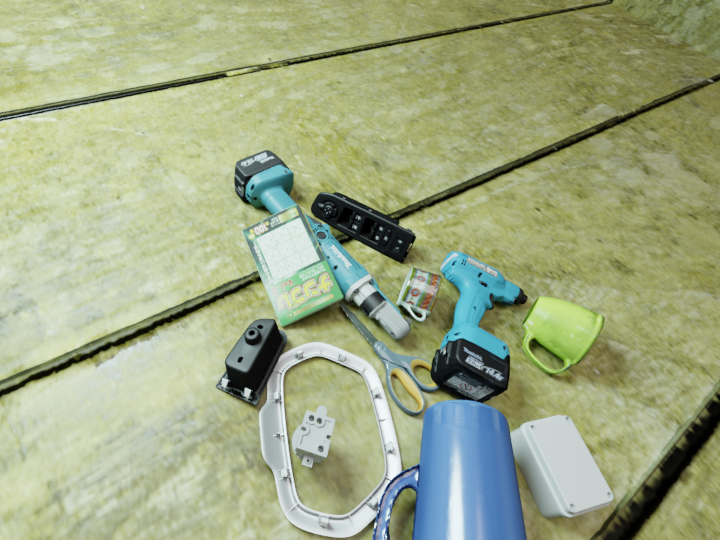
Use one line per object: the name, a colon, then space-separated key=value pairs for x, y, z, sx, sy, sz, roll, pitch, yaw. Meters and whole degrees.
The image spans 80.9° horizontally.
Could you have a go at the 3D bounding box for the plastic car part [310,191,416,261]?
plastic car part: x=0.006 y=-0.096 z=0.794 sx=0.206 sy=0.065 sz=0.067 roll=25 pitch=42 yaw=8

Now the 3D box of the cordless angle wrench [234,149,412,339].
cordless angle wrench: x=-0.072 y=-0.047 z=0.736 sx=0.096 sy=0.073 sz=0.439 roll=-30 pitch=65 yaw=-30

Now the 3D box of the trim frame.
trim frame: x=-0.043 y=0.212 z=0.572 sx=0.180 sy=0.027 sz=0.258 roll=-4 pitch=56 yaw=-13

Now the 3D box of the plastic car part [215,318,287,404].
plastic car part: x=-0.151 y=0.112 z=0.592 sx=0.068 sy=0.068 sz=0.117 roll=16 pitch=54 yaw=14

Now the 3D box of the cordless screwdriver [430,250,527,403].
cordless screwdriver: x=0.202 y=0.089 z=0.684 sx=0.158 sy=0.074 sz=0.252 roll=24 pitch=47 yaw=-6
